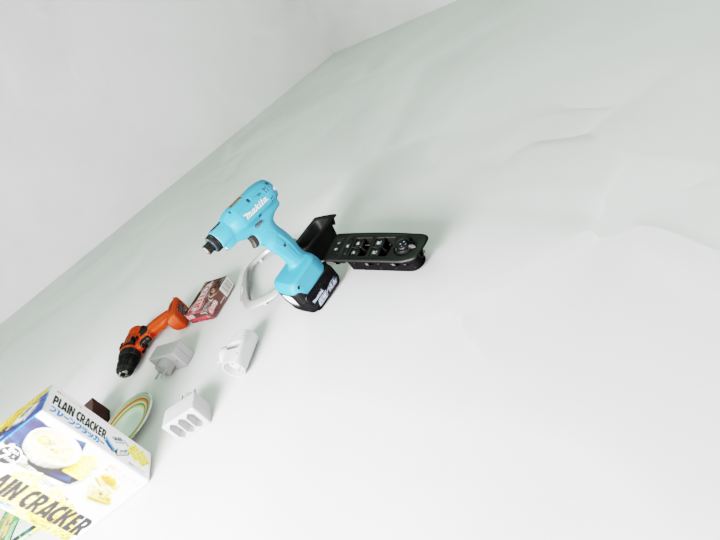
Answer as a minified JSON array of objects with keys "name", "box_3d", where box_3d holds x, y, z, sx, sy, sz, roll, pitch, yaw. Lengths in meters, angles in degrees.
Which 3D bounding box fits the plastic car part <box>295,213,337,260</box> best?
[{"name":"plastic car part","box_3d":[-0.088,-0.058,0.901,0.069,0.068,0.116,-6,41,42]}]

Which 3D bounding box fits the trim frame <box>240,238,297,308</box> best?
[{"name":"trim frame","box_3d":[-0.210,0.003,0.981,0.184,0.026,0.259,-35,31,3]}]

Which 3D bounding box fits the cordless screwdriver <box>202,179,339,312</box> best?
[{"name":"cordless screwdriver","box_3d":[-0.154,-0.019,0.750,0.078,0.238,0.158,4,47,50]}]

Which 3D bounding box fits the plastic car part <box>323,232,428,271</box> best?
[{"name":"plastic car part","box_3d":[0.031,-0.027,0.745,0.213,0.064,0.066,-1,44,44]}]
